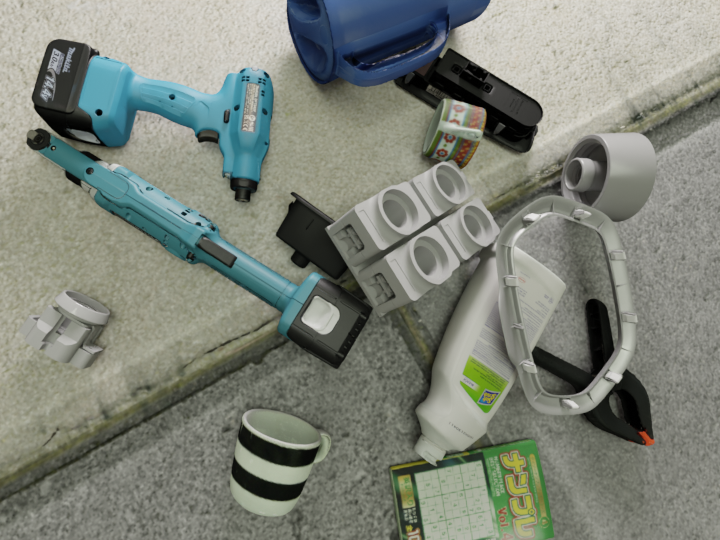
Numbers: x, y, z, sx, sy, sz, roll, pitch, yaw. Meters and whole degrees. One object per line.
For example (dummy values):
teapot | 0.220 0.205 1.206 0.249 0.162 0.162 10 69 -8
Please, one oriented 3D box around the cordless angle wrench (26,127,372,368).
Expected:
cordless angle wrench | -0.189 -0.039 0.468 0.426 0.097 0.074 32 79 4

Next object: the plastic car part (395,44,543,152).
plastic car part | 0.151 -0.230 0.547 0.202 0.067 0.066 33 70 -3

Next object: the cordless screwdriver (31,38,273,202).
cordless screwdriver | -0.229 -0.168 0.489 0.245 0.075 0.160 5 81 -10

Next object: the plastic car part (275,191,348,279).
plastic car part | -0.048 -0.032 0.495 0.117 0.066 0.071 33 93 2

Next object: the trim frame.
trim frame | 0.228 0.040 0.464 0.181 0.028 0.246 -15 97 -14
